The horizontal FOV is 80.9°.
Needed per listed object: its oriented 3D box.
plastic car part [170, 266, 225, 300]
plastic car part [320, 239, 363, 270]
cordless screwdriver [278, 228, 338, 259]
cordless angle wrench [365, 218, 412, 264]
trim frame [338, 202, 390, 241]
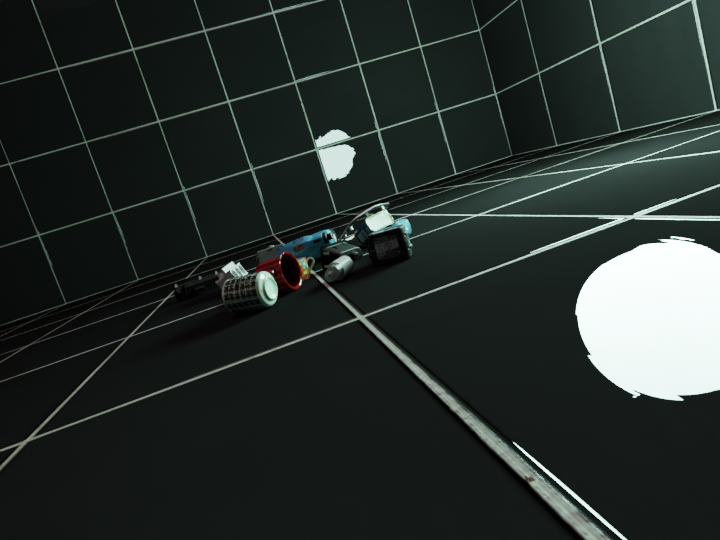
[{"bbox_3d":[-0.516,0.044,1.398,0.199,0.065,0.070,-22,20,-18],"label":"plastic car part"},{"bbox_3d":[-0.041,-0.042,1.116,0.113,0.064,0.075,-22,25,-37],"label":"plastic car part"},{"bbox_3d":[-0.120,-0.078,1.226,0.162,0.074,0.243,-20,1,18],"label":"cordless screwdriver"},{"bbox_3d":[0.100,-0.100,1.138,0.100,0.073,0.419,-15,10,14],"label":"cordless angle wrench"},{"bbox_3d":[0.005,-0.143,1.352,0.180,0.028,0.250,-29,-7,-26],"label":"trim frame"}]
